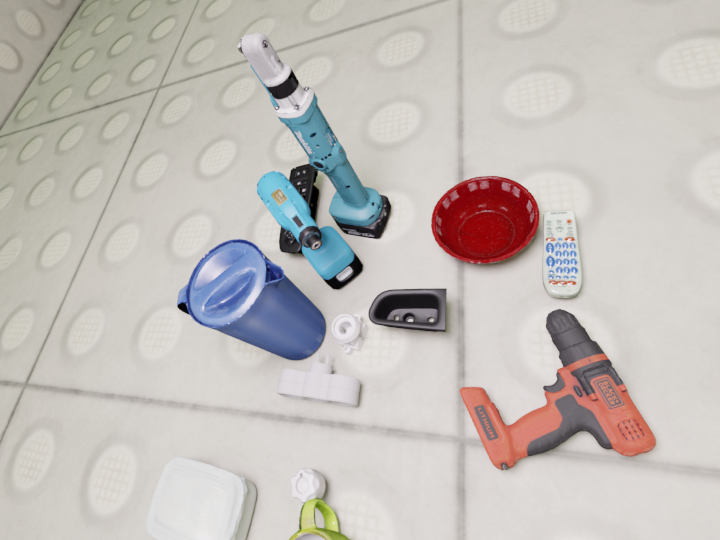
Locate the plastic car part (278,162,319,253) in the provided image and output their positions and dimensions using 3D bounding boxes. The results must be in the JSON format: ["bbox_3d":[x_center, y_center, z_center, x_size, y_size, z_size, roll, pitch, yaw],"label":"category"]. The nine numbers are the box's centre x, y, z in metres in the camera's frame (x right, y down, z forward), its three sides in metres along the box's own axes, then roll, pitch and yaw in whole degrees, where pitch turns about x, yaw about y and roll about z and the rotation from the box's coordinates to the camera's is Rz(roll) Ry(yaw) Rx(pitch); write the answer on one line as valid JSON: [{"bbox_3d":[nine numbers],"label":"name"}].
[{"bbox_3d":[-0.121,-0.119,0.862,0.069,0.063,0.207,-4,62,23],"label":"plastic car part"}]

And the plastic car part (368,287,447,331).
[{"bbox_3d":[0.079,0.069,0.660,0.121,0.067,0.067,-2,63,24],"label":"plastic car part"}]

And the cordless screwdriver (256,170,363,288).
[{"bbox_3d":[-0.067,-0.044,0.688,0.074,0.236,0.168,-39,55,0],"label":"cordless screwdriver"}]

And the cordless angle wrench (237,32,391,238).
[{"bbox_3d":[-0.056,-0.185,0.658,0.103,0.401,0.075,12,69,28],"label":"cordless angle wrench"}]

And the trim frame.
[{"bbox_3d":[0.251,0.067,0.603,0.184,0.026,0.262,-45,54,-3],"label":"trim frame"}]
